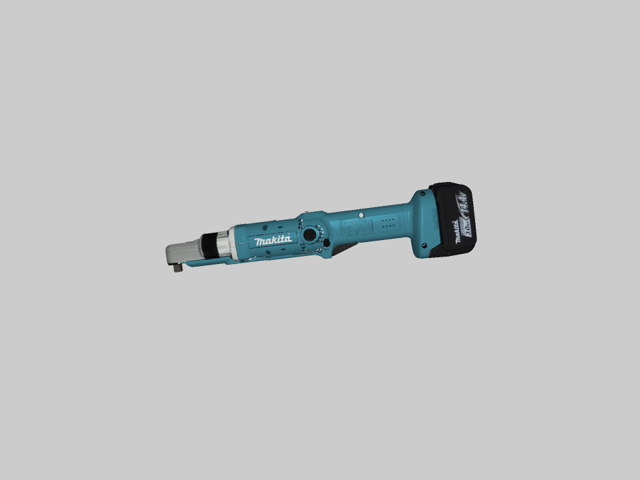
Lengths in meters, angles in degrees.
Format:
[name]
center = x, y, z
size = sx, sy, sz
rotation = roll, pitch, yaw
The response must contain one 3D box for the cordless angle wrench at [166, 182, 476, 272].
[cordless angle wrench]
center = -0.010, -0.006, 0.589
size = 0.423, 0.098, 0.074
rotation = -7, 3, 5
